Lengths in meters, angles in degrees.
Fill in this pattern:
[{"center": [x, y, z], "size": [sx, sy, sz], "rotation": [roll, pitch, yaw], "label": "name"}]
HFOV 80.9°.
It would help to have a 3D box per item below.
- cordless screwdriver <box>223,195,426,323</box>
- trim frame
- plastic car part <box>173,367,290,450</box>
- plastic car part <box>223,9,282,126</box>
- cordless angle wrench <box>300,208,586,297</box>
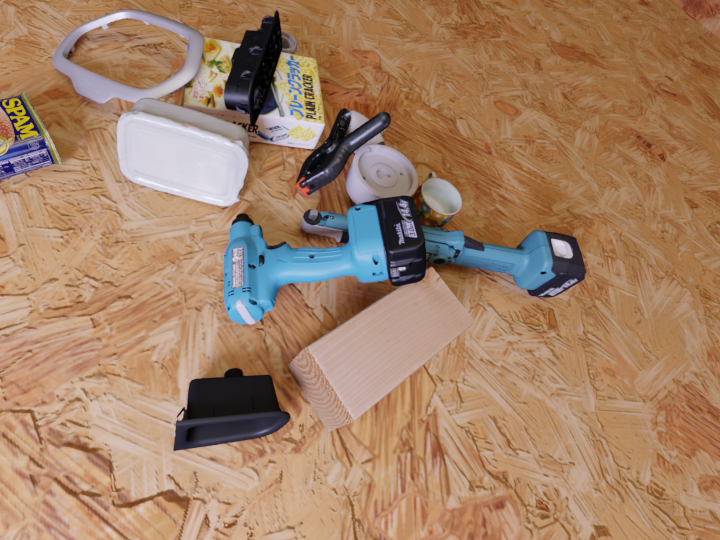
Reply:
[{"center": [-0.052, -0.034, 0.532], "size": [0.250, 0.071, 0.165], "rotation": [-14, 53, 3], "label": "cordless screwdriver"}, {"center": [-0.348, -0.325, 0.636], "size": [0.256, 0.027, 0.184], "rotation": [25, 66, 15], "label": "trim frame"}, {"center": [-0.141, 0.142, 0.456], "size": [0.112, 0.065, 0.074], "rotation": [-2, 49, -25], "label": "plastic car part"}, {"center": [-0.159, -0.302, 0.625], "size": [0.066, 0.065, 0.208], "rotation": [6, 60, -7], "label": "plastic car part"}, {"center": [0.119, -0.037, 0.635], "size": [0.416, 0.097, 0.076], "rotation": [9, 59, -9], "label": "cordless angle wrench"}]
